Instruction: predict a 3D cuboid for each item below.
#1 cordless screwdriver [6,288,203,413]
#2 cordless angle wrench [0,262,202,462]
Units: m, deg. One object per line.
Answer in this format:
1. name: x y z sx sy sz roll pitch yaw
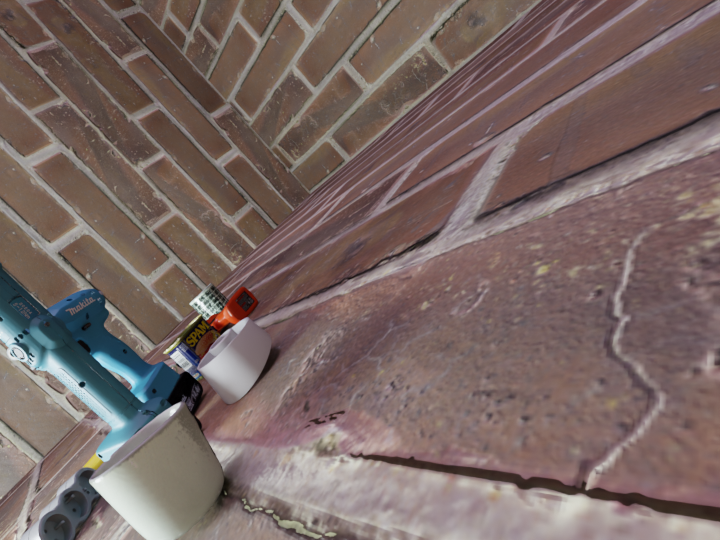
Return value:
1. cordless screwdriver: -0.348 0.144 0.592 0.075 0.245 0.161 -41 10 13
2. cordless angle wrench: -0.367 0.079 0.484 0.099 0.416 0.074 -38 10 29
